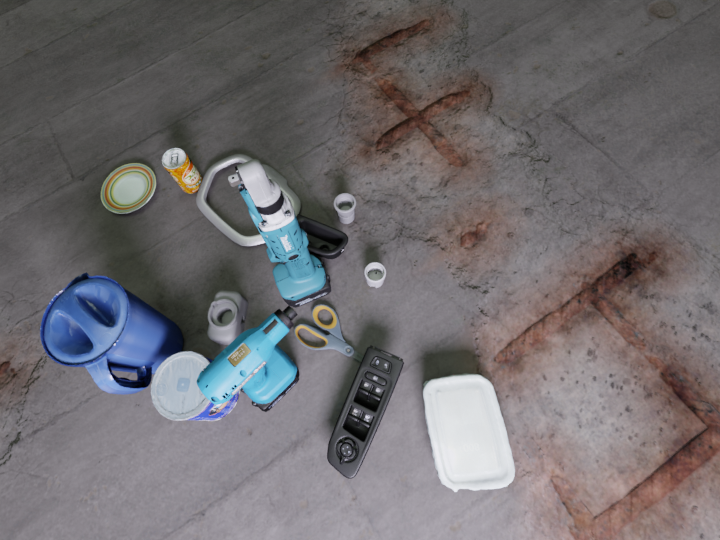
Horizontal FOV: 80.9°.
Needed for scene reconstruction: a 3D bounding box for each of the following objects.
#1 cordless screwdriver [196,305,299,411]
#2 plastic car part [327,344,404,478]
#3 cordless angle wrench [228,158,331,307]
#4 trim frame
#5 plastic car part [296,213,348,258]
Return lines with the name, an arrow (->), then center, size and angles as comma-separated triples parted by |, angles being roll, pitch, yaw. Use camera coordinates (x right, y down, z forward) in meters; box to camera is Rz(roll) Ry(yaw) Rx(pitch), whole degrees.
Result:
cordless screwdriver -> -0.146, 0.142, 0.665 | 0.077, 0.242, 0.158 | 42, 77, 15
plastic car part -> 0.005, 0.233, 0.705 | 0.068, 0.065, 0.204 | 21, 72, 12
cordless angle wrench -> -0.113, -0.041, 0.646 | 0.097, 0.411, 0.077 | -22, 71, -6
trim frame -> -0.244, -0.156, 0.917 | 0.258, 0.027, 0.183 | 38, 77, 19
plastic car part -> -0.081, -0.053, 0.832 | 0.120, 0.069, 0.066 | 22, 72, 13
